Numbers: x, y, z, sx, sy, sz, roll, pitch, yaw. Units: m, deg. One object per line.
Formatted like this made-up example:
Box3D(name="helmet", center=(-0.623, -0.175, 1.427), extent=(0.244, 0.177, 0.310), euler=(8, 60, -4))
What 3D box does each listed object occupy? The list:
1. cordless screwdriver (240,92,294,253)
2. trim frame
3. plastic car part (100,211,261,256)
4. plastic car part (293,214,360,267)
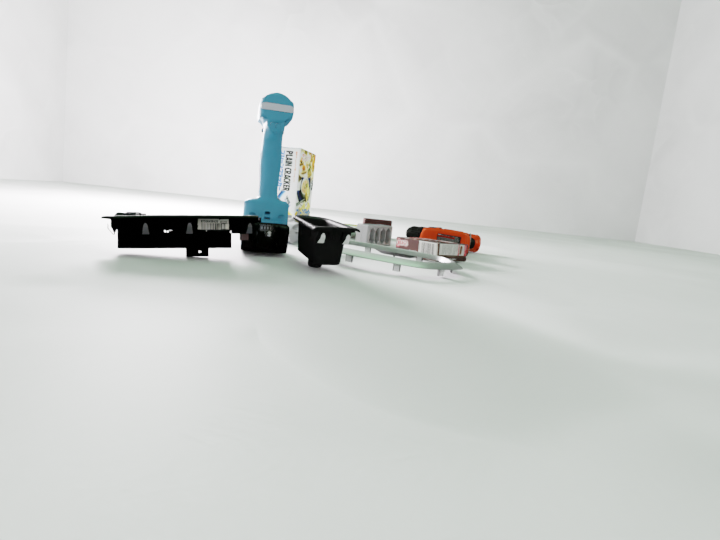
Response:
Box3D(name="cordless screwdriver", center=(-0.154, -0.156, 0.704), extent=(0.073, 0.247, 0.164), euler=(5, 8, -16))
Box3D(name="trim frame", center=(0.042, -0.024, 0.707), extent=(0.257, 0.027, 0.179), euler=(9, 10, 18))
Box3D(name="plastic car part", center=(-0.244, -0.053, 0.583), extent=(0.197, 0.066, 0.069), euler=(3, 9, -20))
Box3D(name="plastic car part", center=(-0.059, -0.038, 0.602), extent=(0.063, 0.070, 0.122), euler=(2, 10, -26))
